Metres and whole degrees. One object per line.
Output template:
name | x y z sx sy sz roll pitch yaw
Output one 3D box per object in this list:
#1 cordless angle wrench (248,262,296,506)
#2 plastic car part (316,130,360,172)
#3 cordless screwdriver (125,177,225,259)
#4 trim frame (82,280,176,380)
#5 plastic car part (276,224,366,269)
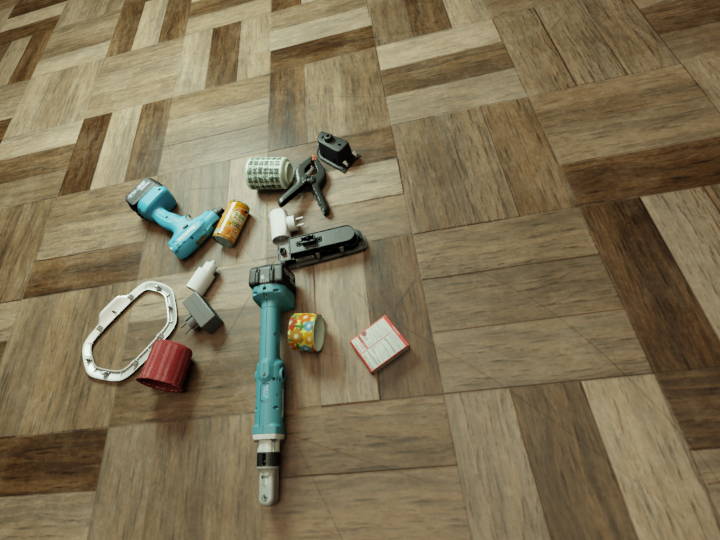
cordless angle wrench | -0.168 0.195 0.791 0.076 0.093 0.435 -10 63 11
plastic car part | -0.069 -0.308 1.054 0.122 0.068 0.066 34 72 24
cordless screwdriver | -0.468 -0.152 1.073 0.260 0.071 0.158 36 75 24
trim frame | -0.521 0.132 0.954 0.193 0.026 0.247 33 76 29
plastic car part | -0.091 -0.059 0.929 0.205 0.064 0.069 -11 53 6
